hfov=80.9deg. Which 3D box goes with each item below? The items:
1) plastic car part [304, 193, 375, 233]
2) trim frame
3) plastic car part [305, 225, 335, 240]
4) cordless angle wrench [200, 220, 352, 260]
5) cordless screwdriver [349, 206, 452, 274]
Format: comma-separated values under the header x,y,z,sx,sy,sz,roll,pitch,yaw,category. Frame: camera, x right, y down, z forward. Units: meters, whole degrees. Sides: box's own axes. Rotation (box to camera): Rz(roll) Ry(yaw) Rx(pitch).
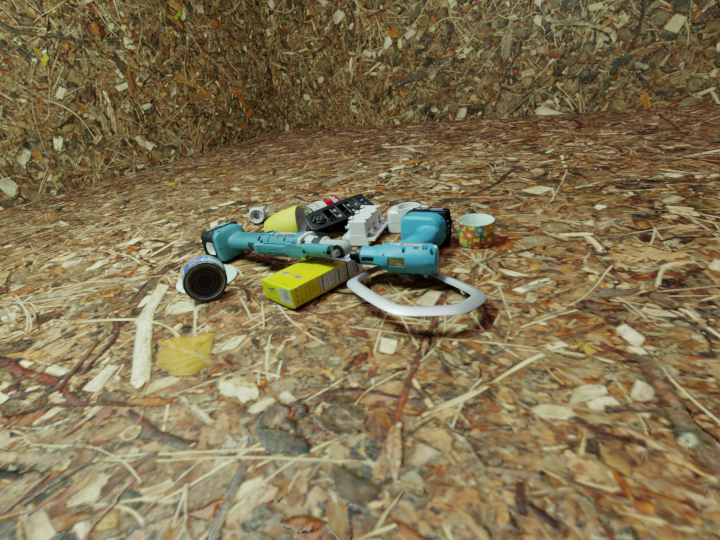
x,y,z,sx,sy,sz,roll,pitch,yaw,category
-0.059,-0.135,1.068,0.197,0.066,0.069,-24,65,-36,plastic car part
0.087,0.030,0.702,0.179,0.027,0.261,-14,19,-24,trim frame
-0.093,-0.061,0.950,0.071,0.065,0.119,6,21,-4,plastic car part
-0.185,-0.056,0.890,0.445,0.072,0.095,6,28,41,cordless angle wrench
0.090,-0.061,0.834,0.165,0.072,0.245,3,23,22,cordless screwdriver
